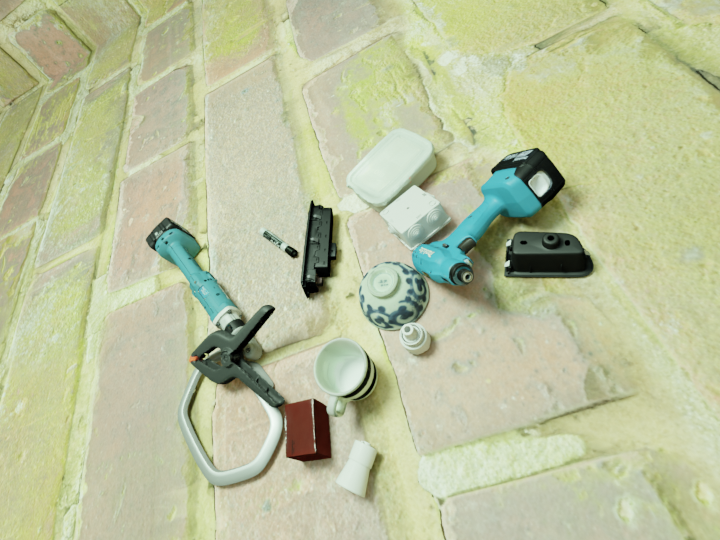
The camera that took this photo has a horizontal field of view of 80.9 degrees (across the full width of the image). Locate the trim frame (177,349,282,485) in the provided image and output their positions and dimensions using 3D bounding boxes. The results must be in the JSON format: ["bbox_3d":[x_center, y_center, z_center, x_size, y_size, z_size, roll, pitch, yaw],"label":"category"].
[{"bbox_3d":[-0.233,0.247,0.742,0.184,0.026,0.263,-49,50,-4],"label":"trim frame"}]

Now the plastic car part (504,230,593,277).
[{"bbox_3d":[0.269,-0.030,0.614,0.122,0.067,0.067,1,64,31],"label":"plastic car part"}]

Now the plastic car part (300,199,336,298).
[{"bbox_3d":[-0.080,-0.052,0.817,0.068,0.063,0.209,-9,58,11],"label":"plastic car part"}]

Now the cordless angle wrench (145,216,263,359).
[{"bbox_3d":[-0.325,0.033,0.881,0.074,0.093,0.447,-48,55,-2],"label":"cordless angle wrench"}]

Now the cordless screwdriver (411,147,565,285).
[{"bbox_3d":[0.196,-0.074,0.636,0.248,0.072,0.163,-44,15,-1],"label":"cordless screwdriver"}]
